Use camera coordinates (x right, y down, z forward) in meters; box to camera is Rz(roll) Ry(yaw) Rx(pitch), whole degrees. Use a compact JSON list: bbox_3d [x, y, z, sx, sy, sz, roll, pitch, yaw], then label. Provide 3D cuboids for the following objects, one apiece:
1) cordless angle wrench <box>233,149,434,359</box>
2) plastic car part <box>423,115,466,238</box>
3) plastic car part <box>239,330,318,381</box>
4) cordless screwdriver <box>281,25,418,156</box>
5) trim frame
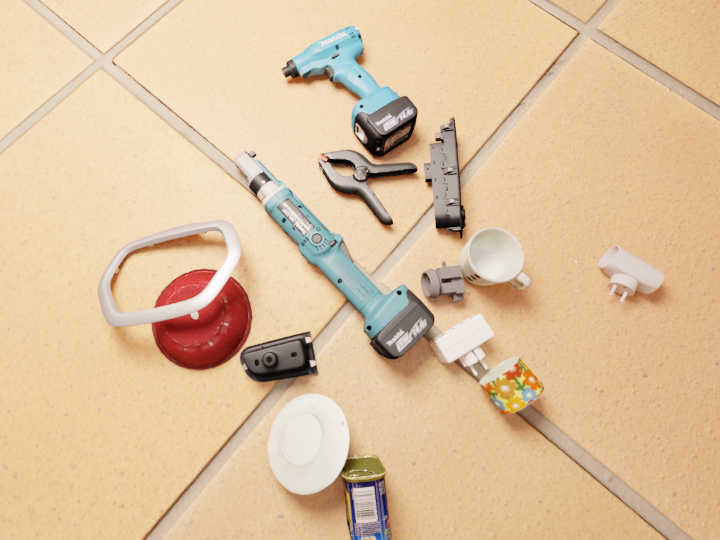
[{"bbox_3d":[-0.067,-0.044,0.682,0.097,0.073,0.434,-41,77,-11],"label":"cordless angle wrench"},{"bbox_3d":[0.143,-0.153,0.713,0.068,0.064,0.206,-7,75,6],"label":"plastic car part"},{"bbox_3d":[-0.125,0.132,0.633,0.115,0.070,0.067,-11,76,-7],"label":"plastic car part"},{"bbox_3d":[-0.021,-0.316,0.753,0.158,0.073,0.256,-29,74,-8],"label":"cordless screwdriver"},{"bbox_3d":[-0.297,-0.003,0.653,0.253,0.026,0.190,-14,54,12],"label":"trim frame"}]
